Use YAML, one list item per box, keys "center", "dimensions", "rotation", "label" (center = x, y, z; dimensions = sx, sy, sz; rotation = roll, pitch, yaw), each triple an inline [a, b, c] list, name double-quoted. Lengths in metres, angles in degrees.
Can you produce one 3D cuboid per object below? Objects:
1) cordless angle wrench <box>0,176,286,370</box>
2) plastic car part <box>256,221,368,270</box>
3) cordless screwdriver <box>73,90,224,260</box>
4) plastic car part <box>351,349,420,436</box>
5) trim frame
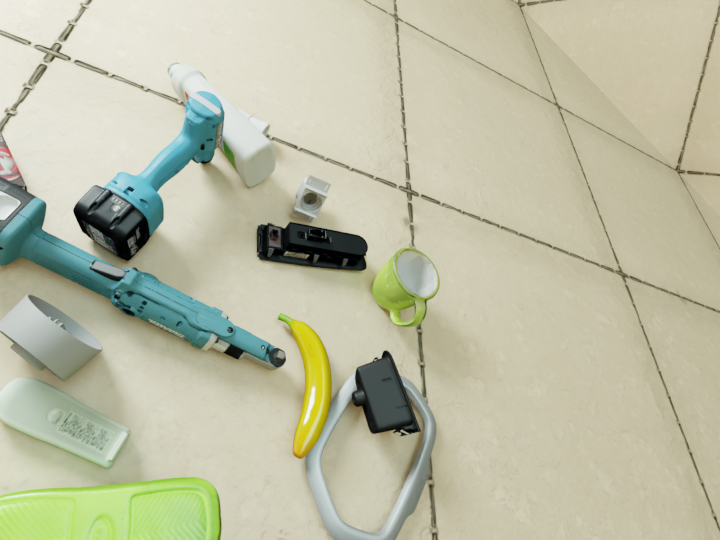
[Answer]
- center: [-0.280, 0.029, 0.534]
  dimensions: [0.411, 0.099, 0.075]
  rotation: [31, 51, -16]
  label: "cordless angle wrench"
- center: [-0.070, -0.046, 0.714]
  dimensions: [0.194, 0.067, 0.069]
  rotation: [11, 51, -28]
  label: "plastic car part"
- center: [-0.285, -0.131, 0.611]
  dimensions: [0.073, 0.161, 0.249]
  rotation: [34, 66, -9]
  label: "cordless screwdriver"
- center: [0.025, 0.181, 0.600]
  dimensions: [0.069, 0.065, 0.121]
  rotation: [-13, 65, -21]
  label: "plastic car part"
- center: [0.023, 0.254, 0.599]
  dimensions: [0.184, 0.028, 0.247]
  rotation: [39, 48, -1]
  label: "trim frame"
